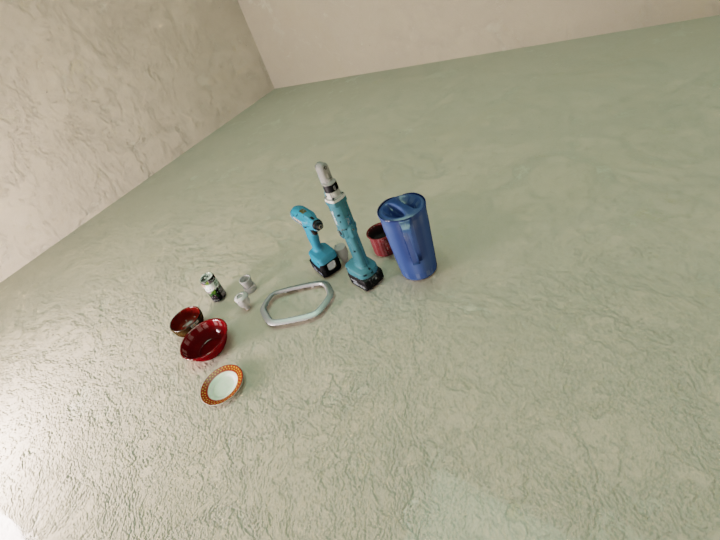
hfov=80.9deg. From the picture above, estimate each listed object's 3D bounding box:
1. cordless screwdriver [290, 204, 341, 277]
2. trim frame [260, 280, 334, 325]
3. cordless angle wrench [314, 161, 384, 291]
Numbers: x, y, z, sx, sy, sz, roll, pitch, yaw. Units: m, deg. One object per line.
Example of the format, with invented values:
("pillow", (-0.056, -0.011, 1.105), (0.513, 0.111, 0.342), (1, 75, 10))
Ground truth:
("cordless screwdriver", (-0.131, -0.086, 1.342), (0.073, 0.238, 0.168), (-35, 37, -17))
("trim frame", (-0.201, 0.099, 1.333), (0.253, 0.026, 0.189), (-15, 38, 12))
("cordless angle wrench", (-0.039, -0.121, 1.195), (0.073, 0.404, 0.104), (-38, 38, -21))
